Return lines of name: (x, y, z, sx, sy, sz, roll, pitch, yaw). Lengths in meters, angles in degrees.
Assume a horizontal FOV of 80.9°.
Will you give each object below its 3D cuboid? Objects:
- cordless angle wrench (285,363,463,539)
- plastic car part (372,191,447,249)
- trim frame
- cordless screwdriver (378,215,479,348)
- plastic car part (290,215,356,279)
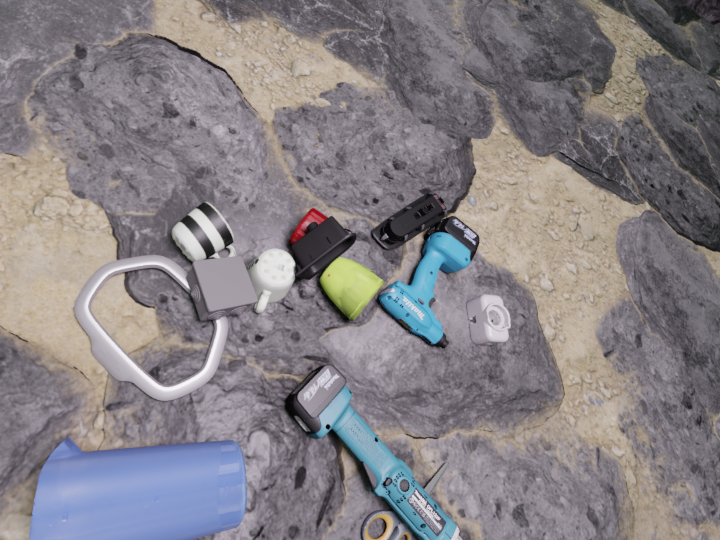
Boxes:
cordless angle wrench: (0.054, 0.336, 0.665, 0.427, 0.075, 0.096, 47, 61, 5)
plastic car part: (0.115, -0.108, 0.893, 0.199, 0.068, 0.066, -33, 93, -26)
trim frame: (-0.325, 0.084, 0.668, 0.248, 0.028, 0.182, 45, 60, -1)
cordless screwdriver: (0.159, 0.020, 0.848, 0.157, 0.075, 0.248, 41, 64, -7)
plastic car part: (-0.070, -0.046, 0.713, 0.117, 0.064, 0.073, -41, 75, 6)
